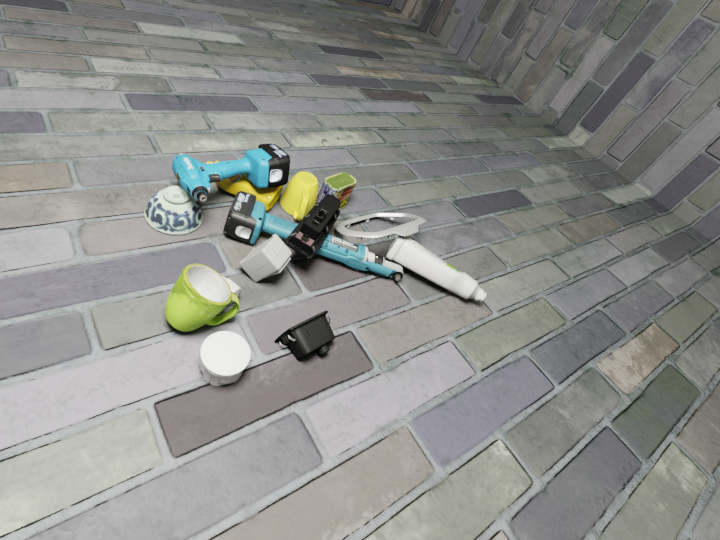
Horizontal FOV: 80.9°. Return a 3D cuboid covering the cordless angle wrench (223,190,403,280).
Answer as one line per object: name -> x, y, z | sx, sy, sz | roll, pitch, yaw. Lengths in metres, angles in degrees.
cordless angle wrench -> -0.094, -0.062, 0.965 | 0.415, 0.074, 0.100 | 19, 41, -10

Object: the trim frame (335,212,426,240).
trim frame -> 0.050, -0.112, 1.050 | 0.194, 0.027, 0.239 | 14, 24, 42

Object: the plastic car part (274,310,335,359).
plastic car part -> -0.088, 0.126, 0.786 | 0.112, 0.067, 0.073 | -18, 74, -42

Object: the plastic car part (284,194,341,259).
plastic car part -> -0.093, -0.111, 0.927 | 0.067, 0.066, 0.203 | 26, 37, 2

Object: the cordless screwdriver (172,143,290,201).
cordless screwdriver -> -0.271, -0.210, 0.927 | 0.240, 0.073, 0.168 | -15, 44, -29
